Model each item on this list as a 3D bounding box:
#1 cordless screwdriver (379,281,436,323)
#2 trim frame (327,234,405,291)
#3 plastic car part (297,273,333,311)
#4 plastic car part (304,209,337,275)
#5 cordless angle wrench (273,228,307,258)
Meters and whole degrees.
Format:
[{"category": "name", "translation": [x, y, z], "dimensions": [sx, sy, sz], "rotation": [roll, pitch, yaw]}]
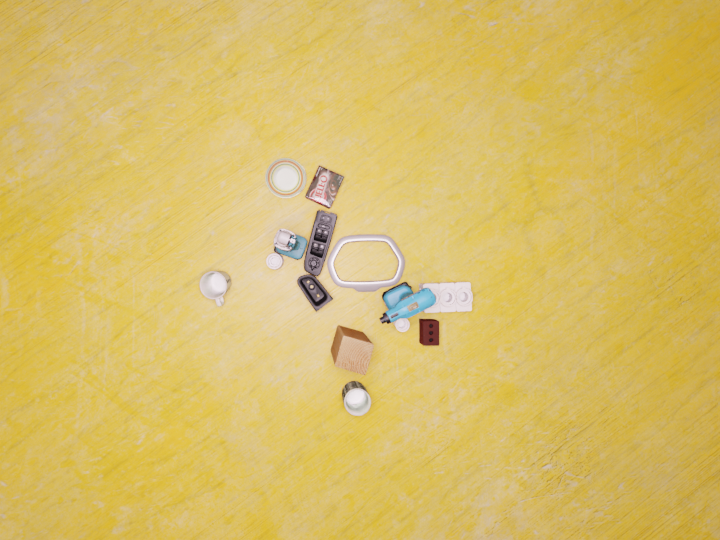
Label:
[{"category": "cordless screwdriver", "translation": [0.112, 0.099, 1.238], "dimensions": [0.158, 0.250, 0.074], "rotation": [-27, 94, -5]}, {"category": "trim frame", "translation": [0.017, -0.023, 1.352], "dimensions": [0.248, 0.027, 0.184], "rotation": [-2, 87, -2]}, {"category": "plastic car part", "translation": [-0.147, 0.060, 1.322], "dimensions": [0.066, 0.071, 0.117], "rotation": [-36, 90, -4]}, {"category": "plastic car part", "translation": [-0.130, -0.085, 1.331], "dimensions": [0.066, 0.067, 0.203], "rotation": [15, 87, -4]}, {"category": "cordless angle wrench", "translation": [-0.198, -0.077, 1.151], "dimensions": [0.097, 0.425, 0.074], "rotation": [20, 88, -7]}]
